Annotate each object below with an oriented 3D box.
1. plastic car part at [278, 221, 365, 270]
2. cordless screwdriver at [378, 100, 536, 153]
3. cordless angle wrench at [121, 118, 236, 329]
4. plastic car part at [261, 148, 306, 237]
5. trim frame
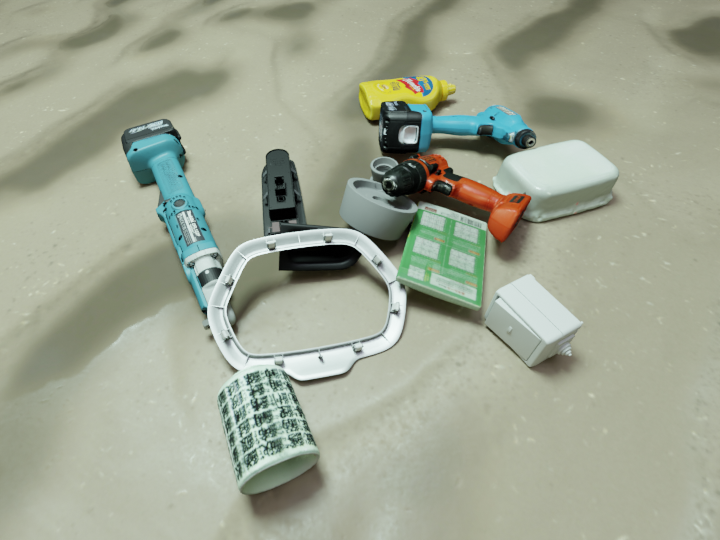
[{"bbox_3d":[-0.058,-0.038,0.597,0.114,0.065,0.073,1,15,-12],"label":"plastic car part"},{"bbox_3d":[0.160,-0.243,0.730,0.248,0.072,0.164,-2,33,-3],"label":"cordless screwdriver"},{"bbox_3d":[-0.271,-0.084,0.643,0.096,0.072,0.444,-23,55,-18],"label":"cordless angle wrench"},{"bbox_3d":[-0.130,-0.128,0.678,0.066,0.064,0.211,-12,48,-1],"label":"plastic car part"},{"bbox_3d":[-0.062,0.036,0.522,0.244,0.027,0.188,-7,73,-11],"label":"trim frame"}]
